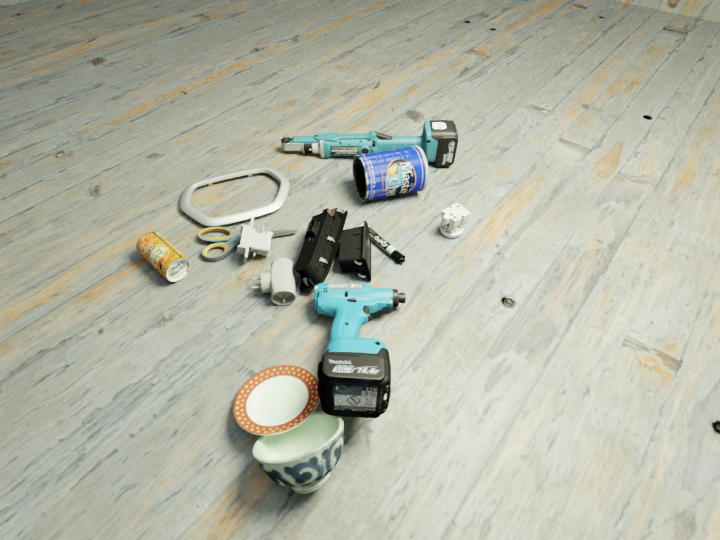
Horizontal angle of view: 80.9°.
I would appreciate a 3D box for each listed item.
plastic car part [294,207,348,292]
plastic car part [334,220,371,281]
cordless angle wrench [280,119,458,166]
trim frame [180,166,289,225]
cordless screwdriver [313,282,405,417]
[{"bbox_3d":[-0.079,-0.052,0.810,0.069,0.063,0.207,-10,49,27],"label":"plastic car part"},{"bbox_3d":[-0.016,-0.039,0.817,0.072,0.063,0.120,-9,45,8],"label":"plastic car part"},{"bbox_3d":[0.014,-0.310,1.039,0.428,0.094,0.076,1,49,7],"label":"cordless angle wrench"},{"bbox_3d":[-0.280,-0.173,0.953,0.244,0.026,0.193,-19,52,-13],"label":"trim frame"},{"bbox_3d":[0.007,0.100,0.648,0.159,0.072,0.256,-2,31,-3],"label":"cordless screwdriver"}]
